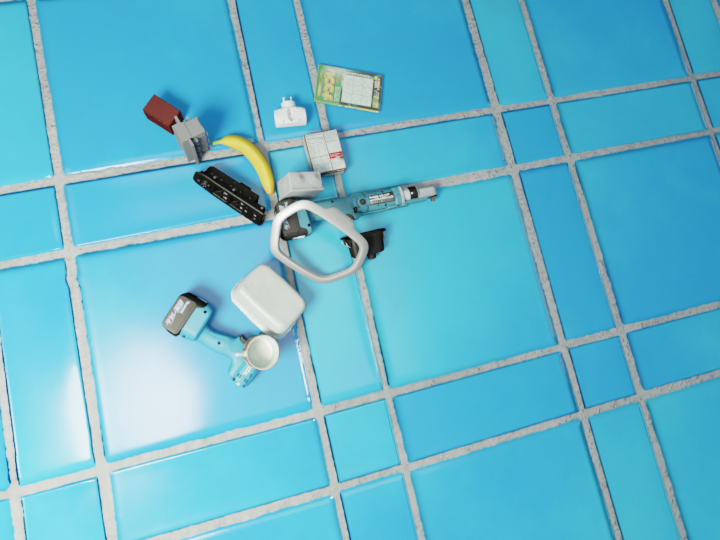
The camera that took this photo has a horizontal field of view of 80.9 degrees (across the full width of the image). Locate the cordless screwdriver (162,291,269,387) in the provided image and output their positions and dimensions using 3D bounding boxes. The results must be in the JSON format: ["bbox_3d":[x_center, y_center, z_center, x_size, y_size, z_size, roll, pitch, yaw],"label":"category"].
[{"bbox_3d":[-0.315,0.135,0.973,0.246,0.075,0.159,37,78,-6],"label":"cordless screwdriver"}]

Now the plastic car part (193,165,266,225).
[{"bbox_3d":[-0.312,-0.192,1.028,0.202,0.066,0.067,29,69,-3],"label":"plastic car part"}]

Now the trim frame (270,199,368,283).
[{"bbox_3d":[-0.097,-0.063,0.991,0.239,0.028,0.185,34,112,-21],"label":"trim frame"}]

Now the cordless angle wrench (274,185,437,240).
[{"bbox_3d":[-0.002,-0.164,1.063,0.416,0.075,0.099,-13,85,-12],"label":"cordless angle wrench"}]

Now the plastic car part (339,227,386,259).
[{"bbox_3d":[0.016,-0.061,1.057,0.114,0.068,0.070,-12,101,-14],"label":"plastic car part"}]
